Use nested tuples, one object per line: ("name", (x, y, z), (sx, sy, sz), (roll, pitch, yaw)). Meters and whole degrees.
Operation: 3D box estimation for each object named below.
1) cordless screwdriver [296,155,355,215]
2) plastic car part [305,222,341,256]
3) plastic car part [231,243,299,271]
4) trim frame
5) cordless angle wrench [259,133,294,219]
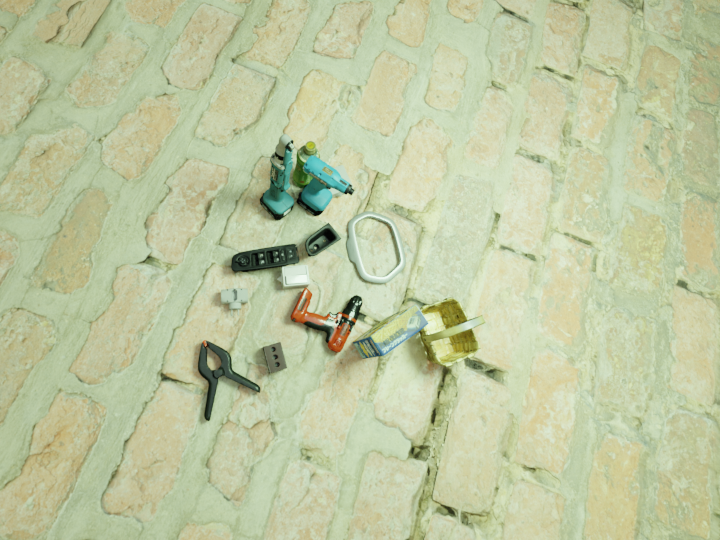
("cordless screwdriver", (-0.109, -0.239, 1.281), (0.159, 0.249, 0.074), (35, 71, -2))
("plastic car part", (-0.129, -0.085, 1.324), (0.115, 0.071, 0.067), (-37, 85, -18))
("plastic car part", (-0.291, -0.033, 1.285), (0.200, 0.067, 0.067), (-8, 76, -12))
("trim frame", (0.048, -0.078, 1.372), (0.181, 0.027, 0.253), (-10, 75, -12))
("cordless angle wrench", (-0.224, -0.259, 1.178), (0.074, 0.423, 0.099), (-42, 89, -19))
